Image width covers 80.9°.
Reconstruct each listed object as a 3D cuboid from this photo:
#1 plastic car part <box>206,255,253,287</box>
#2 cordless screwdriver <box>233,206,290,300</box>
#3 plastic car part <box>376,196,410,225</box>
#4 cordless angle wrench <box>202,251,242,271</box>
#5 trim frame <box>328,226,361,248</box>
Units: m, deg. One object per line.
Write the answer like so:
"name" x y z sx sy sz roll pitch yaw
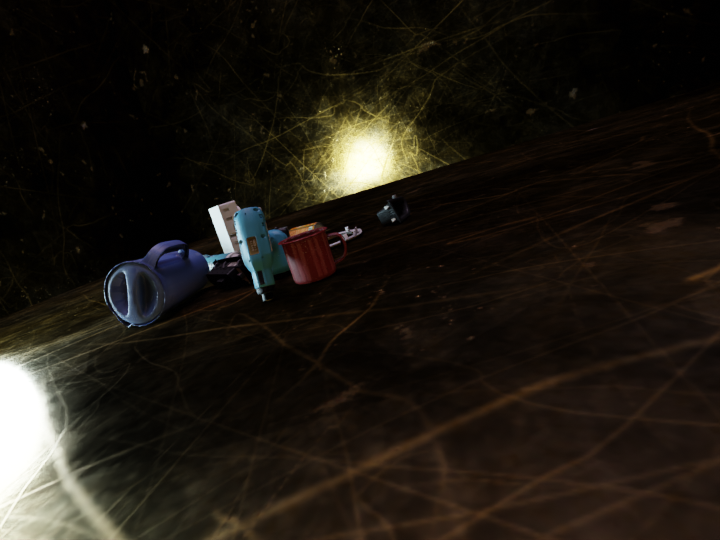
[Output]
"plastic car part" -0.300 0.011 0.966 0.212 0.064 0.067 3 49 55
"cordless screwdriver" -0.175 -0.022 0.814 0.074 0.160 0.246 -15 -4 -1
"plastic car part" 0.082 -0.151 1.121 0.072 0.066 0.114 -28 3 27
"cordless angle wrench" -0.407 -0.009 1.122 0.441 0.096 0.073 -6 18 33
"trim frame" -0.107 -0.070 1.097 0.243 0.027 0.191 -26 14 -24
